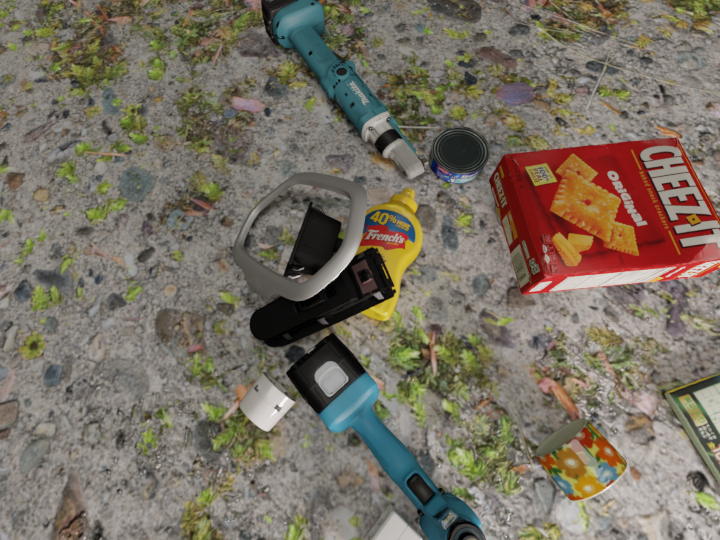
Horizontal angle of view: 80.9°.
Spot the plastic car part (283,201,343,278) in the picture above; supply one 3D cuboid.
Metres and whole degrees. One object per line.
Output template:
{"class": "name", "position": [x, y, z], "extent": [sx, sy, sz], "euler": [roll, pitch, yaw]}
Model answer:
{"class": "plastic car part", "position": [-0.059, -0.038, 0.601], "extent": [0.070, 0.066, 0.117], "euler": [22, 67, -6]}

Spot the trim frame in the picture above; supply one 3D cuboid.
{"class": "trim frame", "position": [-0.088, -0.051, 0.556], "extent": [0.263, 0.026, 0.184], "euler": [24, 77, 46]}

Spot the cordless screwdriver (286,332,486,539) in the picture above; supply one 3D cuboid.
{"class": "cordless screwdriver", "position": [0.024, 0.182, 0.446], "extent": [0.074, 0.154, 0.258], "euler": [-39, 69, -13]}

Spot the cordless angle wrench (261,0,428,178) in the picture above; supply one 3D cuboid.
{"class": "cordless angle wrench", "position": [-0.030, -0.314, 0.704], "extent": [0.097, 0.072, 0.437], "euler": [-30, 71, -9]}

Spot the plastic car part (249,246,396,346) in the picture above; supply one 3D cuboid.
{"class": "plastic car part", "position": [-0.061, 0.044, 0.526], "extent": [0.207, 0.065, 0.067], "euler": [-27, 83, 25]}
